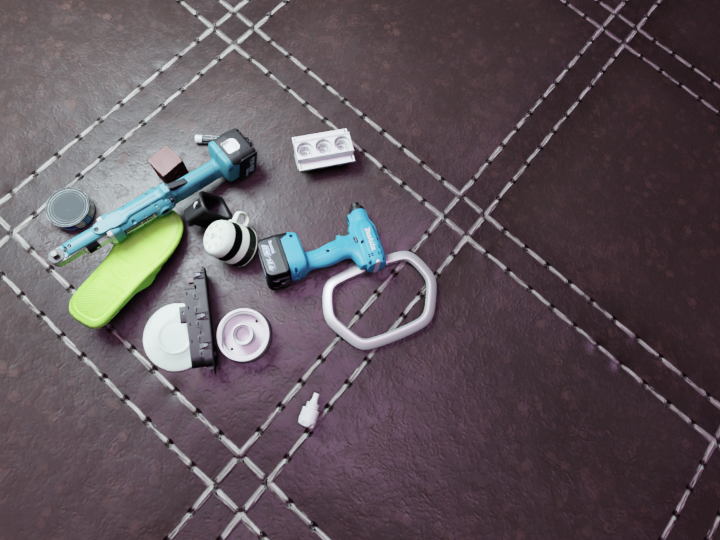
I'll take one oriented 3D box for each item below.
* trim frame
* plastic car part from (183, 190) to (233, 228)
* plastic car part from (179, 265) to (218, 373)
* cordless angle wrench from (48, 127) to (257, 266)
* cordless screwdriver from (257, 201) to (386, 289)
[{"bbox_3d":[0.042,0.055,0.872,0.246,0.027,0.187,-22,79,-8],"label":"trim frame"},{"bbox_3d":[-0.316,-0.114,0.852,0.071,0.114,0.067,-32,83,11],"label":"plastic car part"},{"bbox_3d":[-0.306,0.097,0.802,0.065,0.067,0.207,-9,74,-25],"label":"plastic car part"},{"bbox_3d":[-0.390,-0.136,0.818,0.417,0.098,0.075,-39,85,-23],"label":"cordless angle wrench"},{"bbox_3d":[-0.085,-0.055,0.865,0.245,0.073,0.165,-12,63,-10],"label":"cordless screwdriver"}]
